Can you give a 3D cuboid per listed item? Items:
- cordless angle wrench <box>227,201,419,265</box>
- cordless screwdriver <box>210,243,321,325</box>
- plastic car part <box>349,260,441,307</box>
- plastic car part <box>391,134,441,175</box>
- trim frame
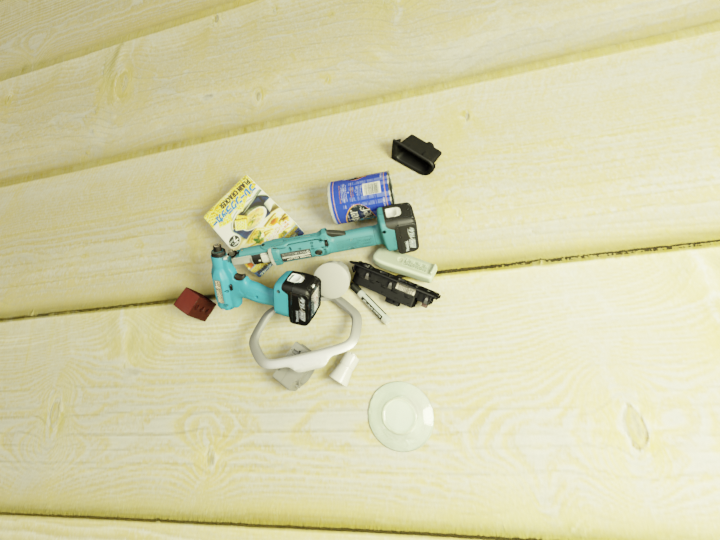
[{"bbox_3d":[-0.091,-0.060,0.934,0.428,0.093,0.077,-10,44,8],"label":"cordless angle wrench"},{"bbox_3d":[-0.211,0.026,0.910,0.257,0.154,0.074,8,30,19],"label":"cordless screwdriver"},{"bbox_3d":[0.064,0.033,0.909,0.211,0.064,0.066,27,107,22],"label":"plastic car part"},{"bbox_3d":[0.139,-0.279,0.997,0.121,0.064,0.070,34,69,21],"label":"plastic car part"},{"bbox_3d":[-0.118,0.130,0.906,0.248,0.026,0.192,-14,43,-1],"label":"trim frame"}]
